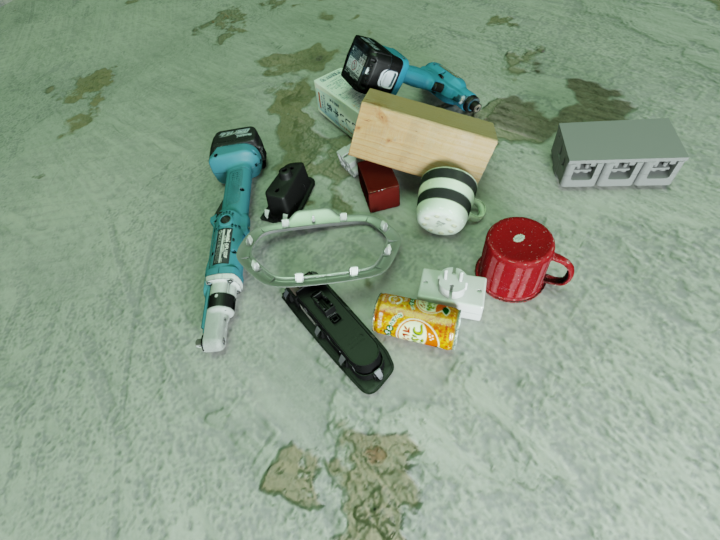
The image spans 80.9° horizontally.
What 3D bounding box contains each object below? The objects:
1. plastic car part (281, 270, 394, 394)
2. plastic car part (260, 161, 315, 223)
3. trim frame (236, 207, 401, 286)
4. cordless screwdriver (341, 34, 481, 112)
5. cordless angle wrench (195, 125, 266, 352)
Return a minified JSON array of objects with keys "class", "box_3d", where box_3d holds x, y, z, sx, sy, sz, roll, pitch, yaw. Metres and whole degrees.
[{"class":"plastic car part","box_3d":[-0.032,0.068,0.568,0.065,0.065,0.213,-31,57,-21]},{"class":"plastic car part","box_3d":[-0.127,-0.143,0.732,0.068,0.068,0.117,15,62,17]},{"class":"trim frame","box_3d":[-0.062,-0.041,0.636,0.247,0.026,0.191,-9,37,-4]},{"class":"cordless screwdriver","box_3d":[0.099,-0.345,0.771,0.238,0.074,0.167,-5,46,-34]},{"class":"cordless angle wrench","box_3d":[-0.216,-0.070,0.701,0.099,0.071,0.437,-8,56,5]}]
